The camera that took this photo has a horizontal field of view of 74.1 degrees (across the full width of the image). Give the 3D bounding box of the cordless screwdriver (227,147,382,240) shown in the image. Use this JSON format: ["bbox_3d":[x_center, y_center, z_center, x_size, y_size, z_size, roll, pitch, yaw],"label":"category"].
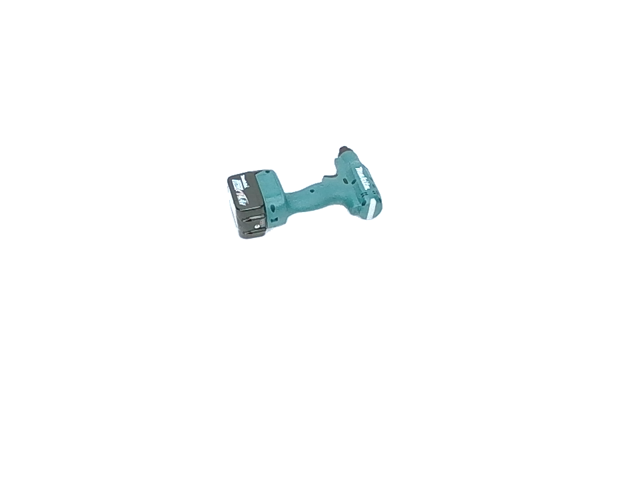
[{"bbox_3d":[-0.031,-0.091,0.728,0.248,0.159,0.074,-10,-37,-12],"label":"cordless screwdriver"}]
